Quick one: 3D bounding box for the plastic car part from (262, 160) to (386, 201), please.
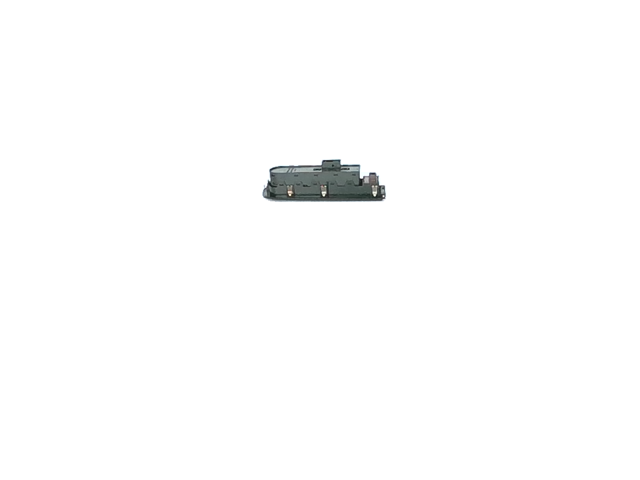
[{"bbox_3d":[0.002,-0.093,0.681,0.203,0.067,0.066,-3,32,7],"label":"plastic car part"}]
